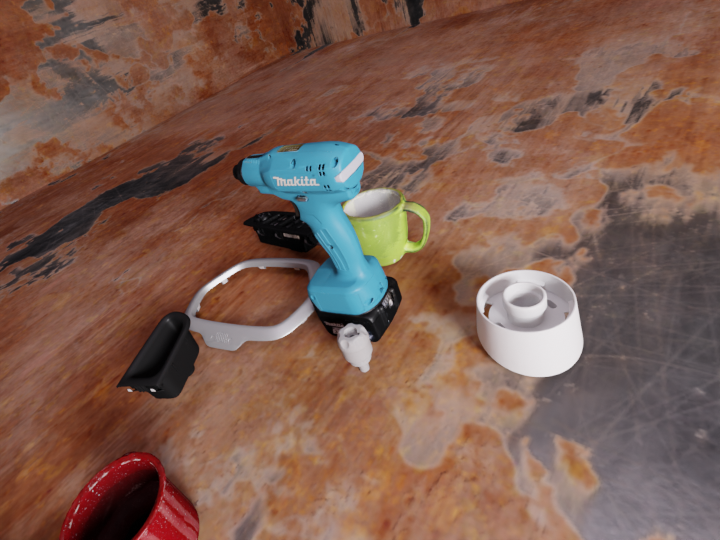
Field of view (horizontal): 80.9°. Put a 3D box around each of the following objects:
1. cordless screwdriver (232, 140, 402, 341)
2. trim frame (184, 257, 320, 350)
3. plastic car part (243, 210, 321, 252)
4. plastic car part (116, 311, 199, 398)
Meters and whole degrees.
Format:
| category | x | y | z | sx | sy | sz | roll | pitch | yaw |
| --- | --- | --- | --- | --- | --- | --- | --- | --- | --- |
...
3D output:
| category | x | y | z | sx | sy | sz | roll | pitch | yaw |
| --- | --- | --- | --- | --- | --- | --- | --- | --- | --- |
| cordless screwdriver | -0.049 | -0.032 | 0.499 | 0.167 | 0.238 | 0.074 | 6 | 41 | 34 |
| trim frame | -0.165 | 0.042 | 0.645 | 0.259 | 0.026 | 0.184 | 2 | 41 | 29 |
| plastic car part | -0.126 | -0.069 | 0.739 | 0.214 | 0.064 | 0.065 | 17 | 49 | 41 |
| plastic car part | -0.245 | 0.118 | 0.552 | 0.068 | 0.068 | 0.118 | -8 | 37 | 18 |
